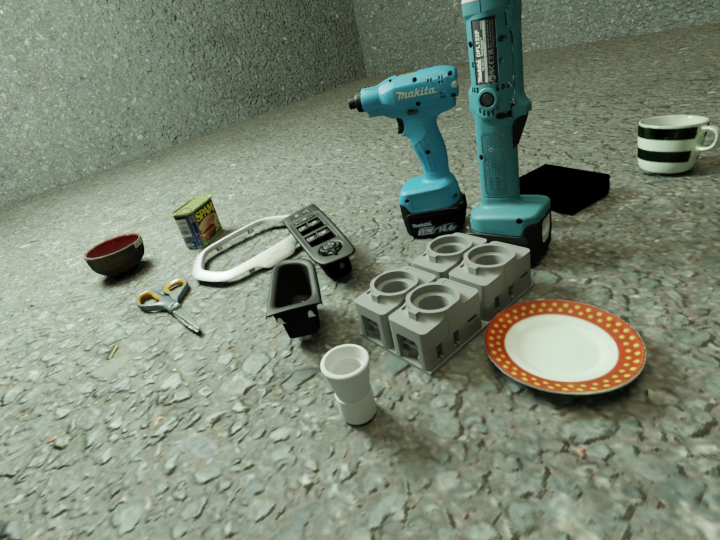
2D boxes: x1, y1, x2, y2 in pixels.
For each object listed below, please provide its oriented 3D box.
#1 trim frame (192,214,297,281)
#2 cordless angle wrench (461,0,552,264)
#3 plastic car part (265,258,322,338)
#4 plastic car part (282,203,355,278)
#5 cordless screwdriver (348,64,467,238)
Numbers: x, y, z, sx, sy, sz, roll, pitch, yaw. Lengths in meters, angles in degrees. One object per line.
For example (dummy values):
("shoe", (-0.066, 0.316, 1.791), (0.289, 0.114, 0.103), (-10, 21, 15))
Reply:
("trim frame", (-0.199, -0.046, 0.789), (0.243, 0.026, 0.195), (-34, 34, -31))
("cordless angle wrench", (0.161, -0.204, 0.493), (0.103, 0.409, 0.073), (10, 34, 40))
("plastic car part", (-0.077, 0.040, 0.532), (0.066, 0.068, 0.120), (-14, 28, 0))
("plastic car part", (-0.066, -0.043, 0.679), (0.065, 0.065, 0.213), (-22, 29, -14))
("cordless screwdriver", (0.079, -0.174, 0.656), (0.165, 0.240, 0.074), (-2, 28, 22))
